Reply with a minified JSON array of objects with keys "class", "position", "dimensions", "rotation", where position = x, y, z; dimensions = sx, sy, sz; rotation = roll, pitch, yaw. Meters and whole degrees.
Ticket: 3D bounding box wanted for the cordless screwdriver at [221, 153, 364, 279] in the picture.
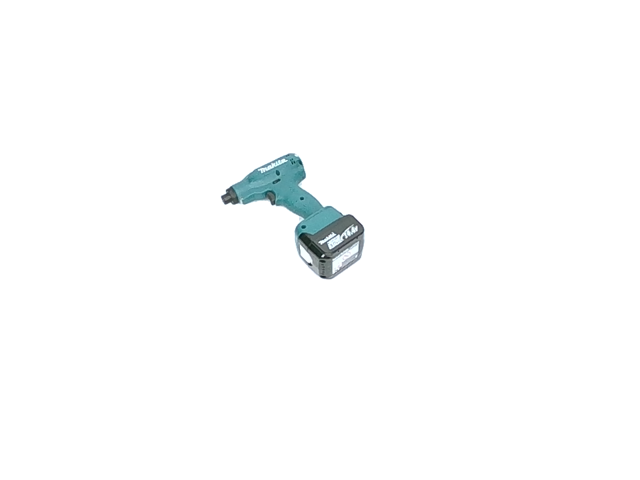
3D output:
[{"class":"cordless screwdriver","position":[-0.049,-0.040,0.717],"dimensions":[0.158,0.249,0.074],"rotation":[-30,-32,-18]}]
